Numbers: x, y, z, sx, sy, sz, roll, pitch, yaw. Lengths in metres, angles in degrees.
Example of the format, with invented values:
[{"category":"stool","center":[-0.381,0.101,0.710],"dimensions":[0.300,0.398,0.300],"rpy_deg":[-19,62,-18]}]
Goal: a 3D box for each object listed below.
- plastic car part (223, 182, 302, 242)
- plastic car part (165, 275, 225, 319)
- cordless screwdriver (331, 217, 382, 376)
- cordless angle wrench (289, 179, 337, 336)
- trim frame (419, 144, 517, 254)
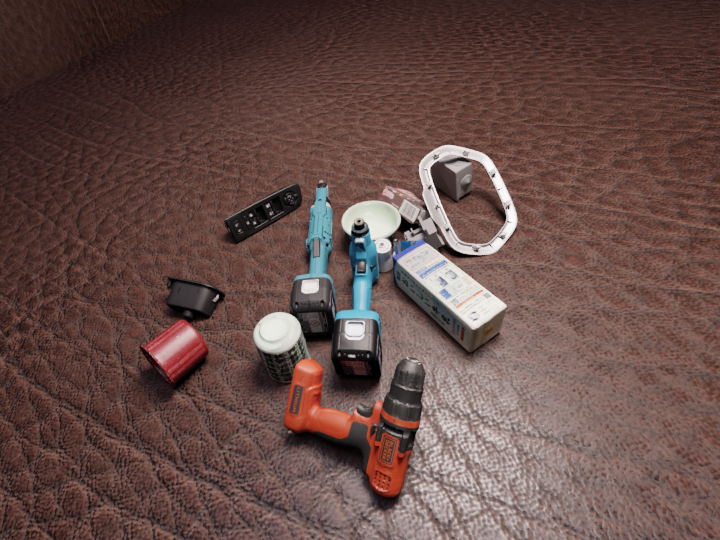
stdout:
[{"category":"plastic car part","center":[-0.230,-0.143,1.010],"dimensions":[0.200,0.064,0.070],"rpy_deg":[-32,24,-16]},{"category":"plastic car part","center":[-0.338,0.060,0.842],"dimensions":[0.120,0.063,0.071],"rpy_deg":[12,65,17]},{"category":"cordless screwdriver","center":[-0.001,0.042,0.718],"dimensions":[0.075,0.153,0.255],"rpy_deg":[-1,49,7]},{"category":"cordless angle wrench","center":[-0.086,-0.056,0.882],"dimensions":[0.075,0.094,0.436],"rpy_deg":[-6,42,3]},{"category":"trim frame","center":[0.218,-0.150,0.865],"dimensions":[0.182,0.027,0.253],"rpy_deg":[-16,77,-9]}]
